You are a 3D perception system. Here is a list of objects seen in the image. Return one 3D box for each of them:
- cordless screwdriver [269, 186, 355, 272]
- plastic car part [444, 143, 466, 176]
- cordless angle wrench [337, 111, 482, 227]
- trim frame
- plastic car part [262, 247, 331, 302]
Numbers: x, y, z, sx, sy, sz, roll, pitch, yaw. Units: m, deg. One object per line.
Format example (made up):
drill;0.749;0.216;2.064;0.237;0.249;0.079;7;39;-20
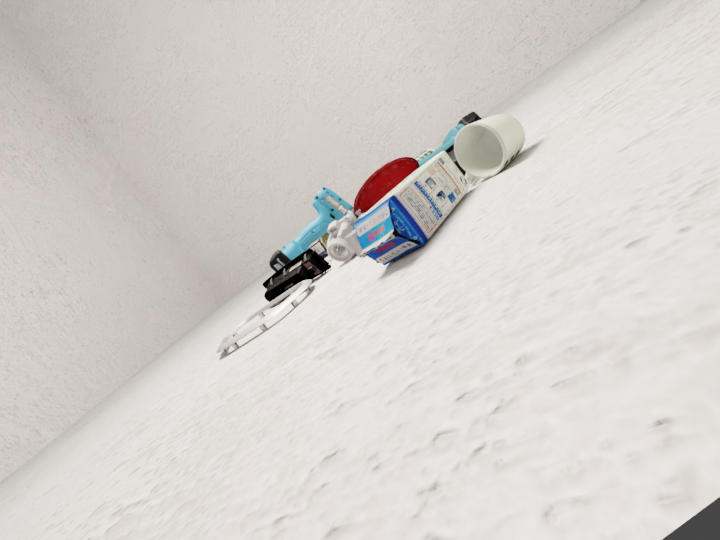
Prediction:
cordless screwdriver;-0.102;-0.067;1.047;0.248;0.159;0.075;-53;3;-4
plastic car part;0.178;-0.197;0.840;0.118;0.064;0.072;-37;20;18
cordless angle wrench;0.107;-0.202;0.942;0.420;0.076;0.096;-36;-10;-9
trim frame;-0.192;0.092;0.848;0.252;0.027;0.184;-35;10;21
plastic car part;-0.155;0.026;0.952;0.208;0.063;0.068;-27;37;43
